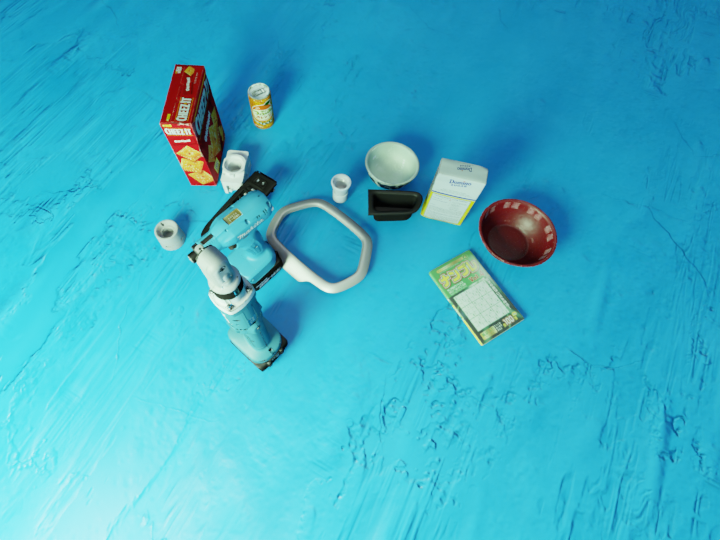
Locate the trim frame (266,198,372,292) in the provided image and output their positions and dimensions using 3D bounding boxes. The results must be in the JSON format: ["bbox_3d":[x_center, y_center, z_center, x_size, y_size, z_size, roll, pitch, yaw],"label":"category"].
[{"bbox_3d":[-0.089,-0.058,0.915,0.256,0.027,0.183,39,71,16],"label":"trim frame"}]

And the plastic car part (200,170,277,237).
[{"bbox_3d":[-0.267,-0.125,0.925,0.068,0.065,0.202,34,69,12],"label":"plastic car part"}]

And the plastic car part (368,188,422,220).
[{"bbox_3d":[0.072,-0.134,0.927,0.117,0.069,0.067,3,66,0],"label":"plastic car part"}]

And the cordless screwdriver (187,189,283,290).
[{"bbox_3d":[-0.224,-0.031,0.783,0.076,0.244,0.158,42,70,12],"label":"cordless screwdriver"}]

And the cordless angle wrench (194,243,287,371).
[{"bbox_3d":[-0.178,0.067,0.642,0.101,0.414,0.074,39,69,11],"label":"cordless angle wrench"}]
